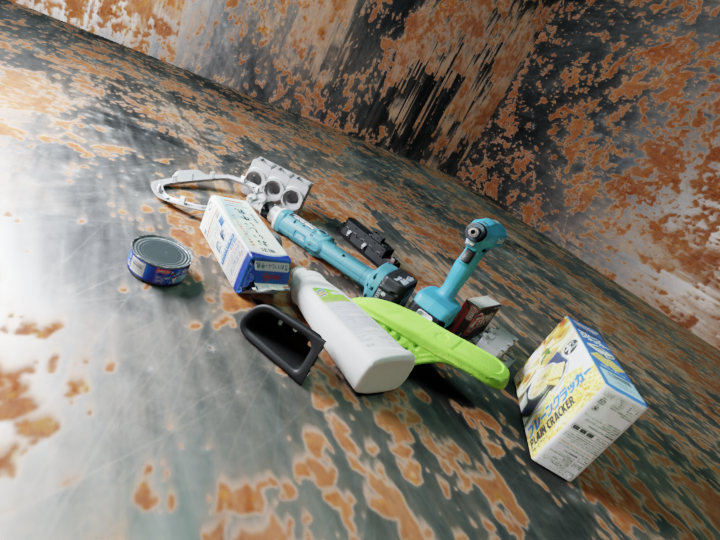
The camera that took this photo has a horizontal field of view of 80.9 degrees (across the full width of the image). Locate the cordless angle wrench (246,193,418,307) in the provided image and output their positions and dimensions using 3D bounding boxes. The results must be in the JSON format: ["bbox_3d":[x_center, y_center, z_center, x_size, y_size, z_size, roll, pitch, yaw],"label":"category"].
[{"bbox_3d":[-0.086,-0.056,0.882,0.441,0.074,0.094,33,22,23],"label":"cordless angle wrench"}]

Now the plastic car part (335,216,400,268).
[{"bbox_3d":[0.018,-0.068,1.033,0.214,0.066,0.063,38,31,32],"label":"plastic car part"}]

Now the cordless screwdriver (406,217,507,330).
[{"bbox_3d":[0.159,0.018,0.740,0.078,0.248,0.153,38,19,22],"label":"cordless screwdriver"}]

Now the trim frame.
[{"bbox_3d":[-0.314,-0.173,0.892,0.194,0.027,0.240,29,32,29],"label":"trim frame"}]

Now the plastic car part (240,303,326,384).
[{"bbox_3d":[-0.097,0.088,0.575,0.121,0.066,0.068,32,7,22],"label":"plastic car part"}]
